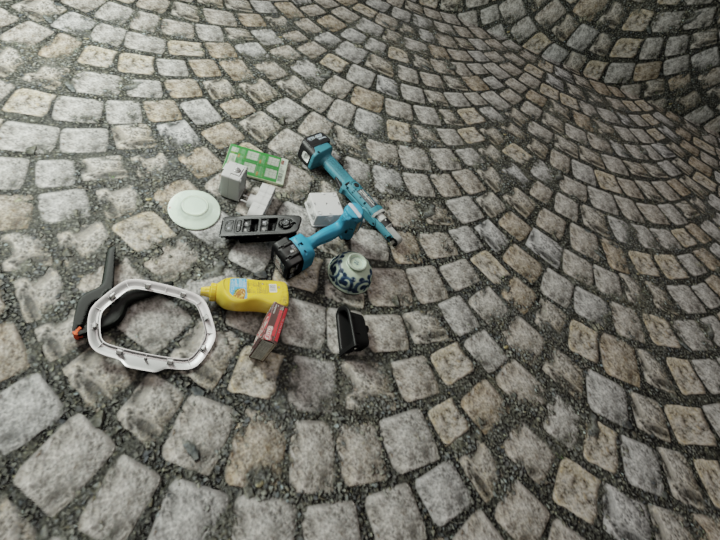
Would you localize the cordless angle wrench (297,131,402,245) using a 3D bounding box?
[{"bbox_3d":[-0.024,-0.236,1.250,0.095,0.074,0.435,-29,71,-34],"label":"cordless angle wrench"}]

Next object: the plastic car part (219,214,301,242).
[{"bbox_3d":[-0.245,-0.099,1.056,0.206,0.064,0.068,-5,47,8],"label":"plastic car part"}]

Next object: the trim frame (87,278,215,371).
[{"bbox_3d":[-0.418,0.111,0.859,0.240,0.028,0.188,17,58,-20],"label":"trim frame"}]

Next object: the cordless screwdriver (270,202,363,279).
[{"bbox_3d":[-0.105,-0.069,1.072,0.245,0.157,0.076,-33,77,-19],"label":"cordless screwdriver"}]

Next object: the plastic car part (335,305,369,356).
[{"bbox_3d":[-0.013,0.140,0.987,0.068,0.067,0.120,18,46,-28],"label":"plastic car part"}]
